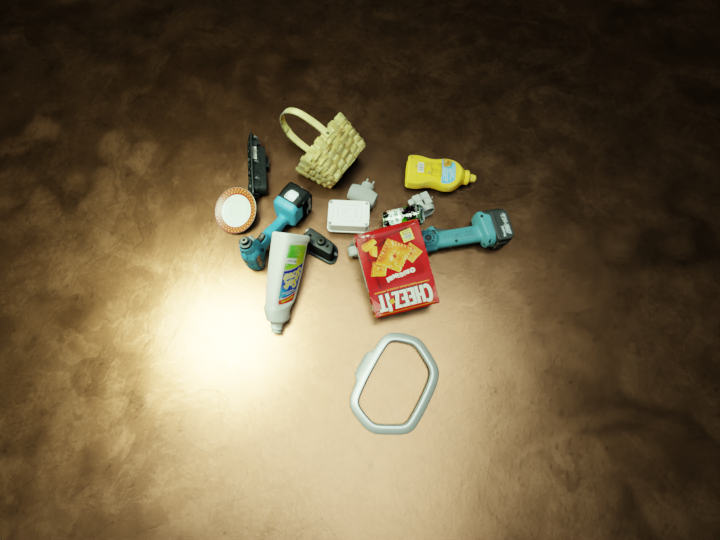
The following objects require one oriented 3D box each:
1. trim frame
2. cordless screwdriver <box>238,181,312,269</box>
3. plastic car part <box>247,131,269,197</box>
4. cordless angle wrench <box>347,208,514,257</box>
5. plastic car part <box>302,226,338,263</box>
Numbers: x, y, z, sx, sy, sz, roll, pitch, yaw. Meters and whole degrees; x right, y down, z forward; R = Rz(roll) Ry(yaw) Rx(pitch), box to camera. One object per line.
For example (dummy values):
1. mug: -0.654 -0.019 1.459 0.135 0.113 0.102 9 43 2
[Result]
1. trim frame: 0.080 0.270 1.018 0.188 0.027 0.249 27 75 10
2. cordless screwdriver: -0.226 -0.123 1.103 0.076 0.155 0.248 32 72 10
3. plastic car part: -0.300 -0.295 1.223 0.064 0.067 0.207 8 67 -25
4. cordless angle wrench: 0.177 -0.080 1.121 0.424 0.072 0.100 -9 72 1
5. plastic car part: -0.110 -0.072 1.126 0.120 0.069 0.066 31 76 14
